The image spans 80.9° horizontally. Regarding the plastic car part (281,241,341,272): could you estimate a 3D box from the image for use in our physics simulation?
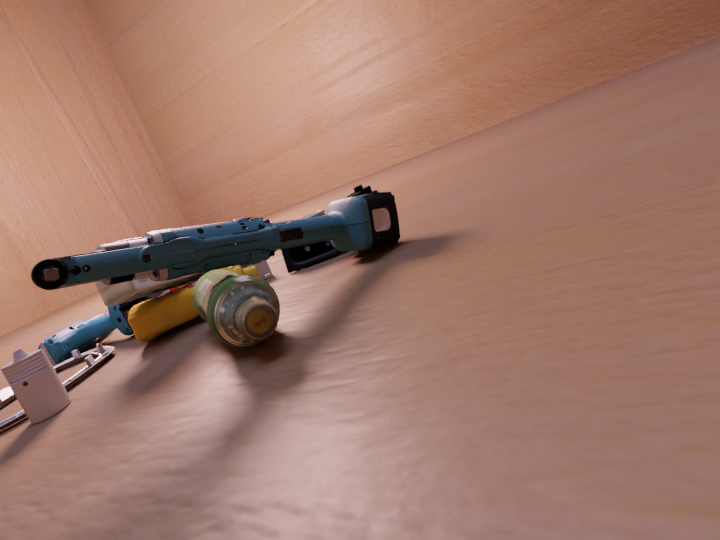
[{"bbox_3d":[-0.069,-0.045,0.704,0.118,0.066,0.070,-18,-2,9],"label":"plastic car part"}]

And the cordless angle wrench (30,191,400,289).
[{"bbox_3d":[-0.128,-0.034,0.489,0.407,0.074,0.102,-14,8,-38],"label":"cordless angle wrench"}]

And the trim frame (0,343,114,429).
[{"bbox_3d":[-0.461,0.167,0.592,0.188,0.027,0.249,-20,16,17],"label":"trim frame"}]

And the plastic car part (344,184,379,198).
[{"bbox_3d":[0.002,-0.185,1.095,0.068,0.065,0.202,-11,20,20],"label":"plastic car part"}]

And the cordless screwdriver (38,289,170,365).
[{"bbox_3d":[-0.444,0.084,0.777,0.253,0.073,0.159,-23,13,16],"label":"cordless screwdriver"}]
